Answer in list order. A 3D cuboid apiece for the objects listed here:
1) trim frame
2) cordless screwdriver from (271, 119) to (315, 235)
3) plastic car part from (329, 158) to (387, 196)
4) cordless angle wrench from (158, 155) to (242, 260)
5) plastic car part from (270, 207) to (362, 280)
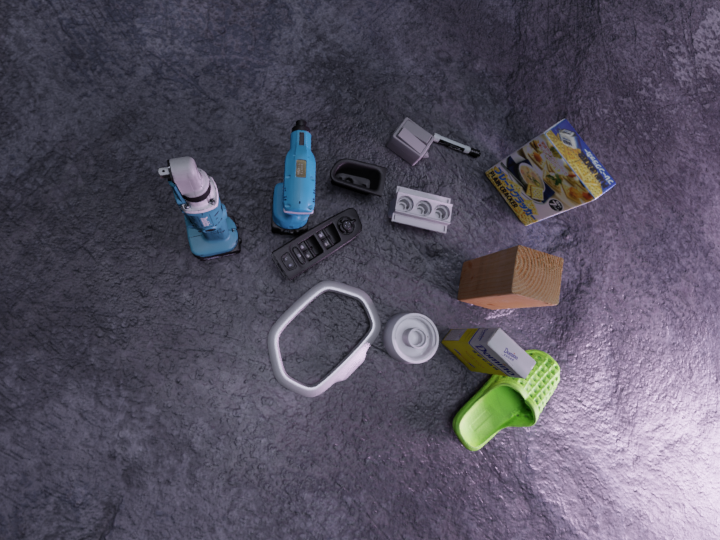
[{"bbox_3d":[-0.073,0.134,0.851,0.185,0.027,0.247,45,76,2],"label":"trim frame"},{"bbox_3d":[-0.123,-0.157,0.787,0.073,0.251,0.161,3,81,-13],"label":"cordless screwdriver"},{"bbox_3d":[-0.012,-0.194,0.903,0.115,0.071,0.066,13,79,-8],"label":"plastic car part"},{"bbox_3d":[-0.244,-0.088,0.665,0.096,0.426,0.075,-12,86,-15],"label":"cordless angle wrench"},{"bbox_3d":[-0.085,-0.055,0.867,0.201,0.067,0.067,-34,89,-13],"label":"plastic car part"}]
